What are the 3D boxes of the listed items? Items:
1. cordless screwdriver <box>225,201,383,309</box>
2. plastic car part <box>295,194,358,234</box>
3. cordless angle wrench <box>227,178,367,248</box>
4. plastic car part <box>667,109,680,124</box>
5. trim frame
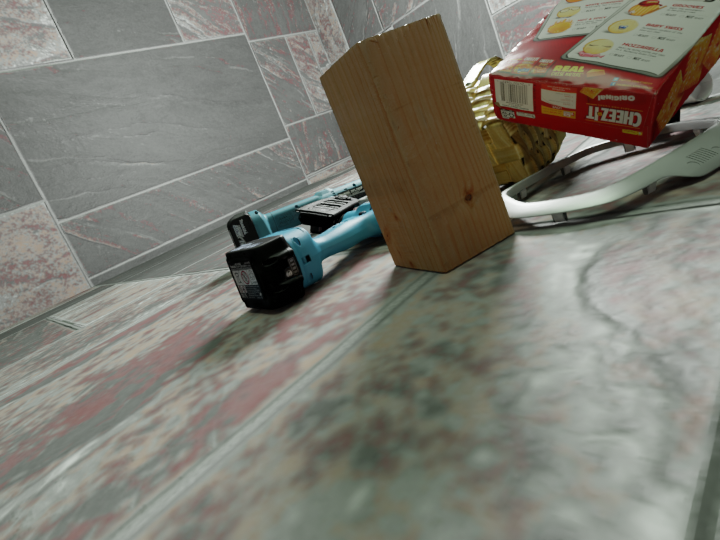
[{"bbox_3d":[-0.055,-0.036,0.561,0.242,0.073,0.166,-28,15,-31],"label":"cordless screwdriver"},{"bbox_3d":[-0.049,-0.099,0.762,0.068,0.065,0.201,1,21,15],"label":"plastic car part"},{"bbox_3d":[-0.068,-0.139,0.890,0.416,0.097,0.076,-24,9,-14],"label":"cordless angle wrench"},{"bbox_3d":[0.351,-0.210,0.508,0.066,0.111,0.074,-21,36,2],"label":"plastic car part"},{"bbox_3d":[0.249,-0.101,0.426,0.244,0.027,0.191,-27,15,-19],"label":"trim frame"}]
